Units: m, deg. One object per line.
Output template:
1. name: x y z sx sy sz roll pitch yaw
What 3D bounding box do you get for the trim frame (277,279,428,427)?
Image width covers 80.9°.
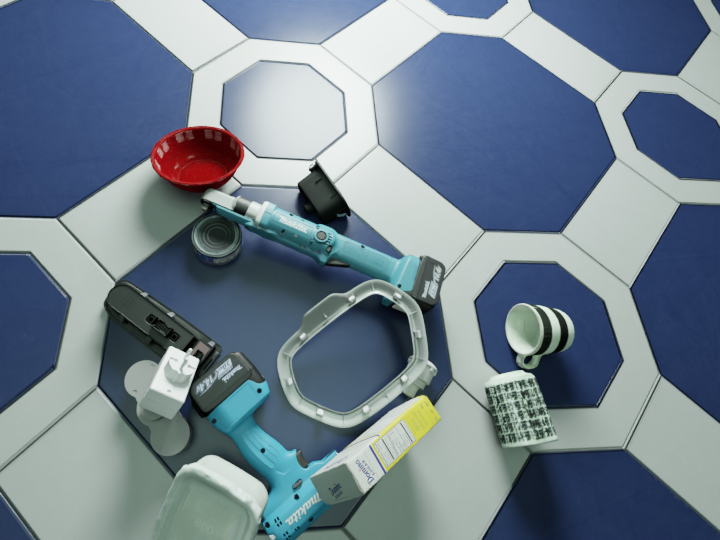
1. trim frame: -0.011 0.126 0.651 0.248 0.027 0.187 -37 82 -2

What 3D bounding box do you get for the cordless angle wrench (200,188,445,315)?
1. cordless angle wrench: -0.070 -0.046 0.717 0.422 0.074 0.099 23 65 -1

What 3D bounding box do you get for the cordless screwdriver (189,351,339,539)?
1. cordless screwdriver: -0.122 0.227 0.602 0.157 0.074 0.254 -34 79 -21

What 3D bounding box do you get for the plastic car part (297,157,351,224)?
1. plastic car part: -0.076 -0.136 0.782 0.071 0.065 0.119 -30 77 -5

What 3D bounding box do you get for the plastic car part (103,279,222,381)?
1. plastic car part: -0.314 0.084 0.646 0.207 0.066 0.066 33 72 10
